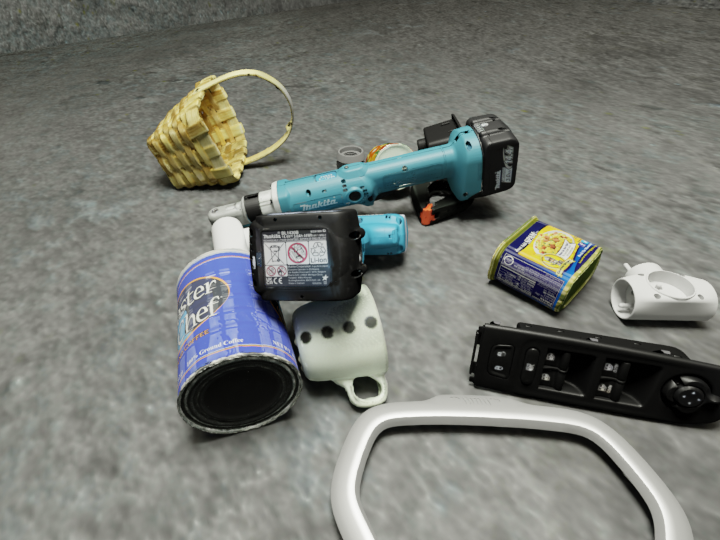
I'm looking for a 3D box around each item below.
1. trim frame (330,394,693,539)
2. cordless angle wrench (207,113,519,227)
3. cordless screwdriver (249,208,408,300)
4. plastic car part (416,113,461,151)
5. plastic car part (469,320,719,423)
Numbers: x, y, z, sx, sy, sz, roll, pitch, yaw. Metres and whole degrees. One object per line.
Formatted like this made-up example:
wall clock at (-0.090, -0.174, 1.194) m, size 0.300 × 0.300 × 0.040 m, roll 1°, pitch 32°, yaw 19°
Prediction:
trim frame at (0.102, 0.169, 0.311) m, size 0.251 × 0.026 × 0.189 m, roll -2°, pitch 41°, yaw 5°
cordless angle wrench at (-0.009, -0.118, 0.589) m, size 0.426 × 0.094 × 0.077 m, roll -12°, pitch 45°, yaw 5°
cordless screwdriver at (-0.045, -0.030, 0.462) m, size 0.164 × 0.074 × 0.244 m, roll -1°, pitch 9°, yaw 17°
plastic car part at (0.129, -0.206, 0.683) m, size 0.072 × 0.063 × 0.120 m, roll -11°, pitch 35°, yaw 8°
plastic car part at (0.208, 0.086, 0.381) m, size 0.209 × 0.065 × 0.066 m, roll 9°, pitch 15°, yaw 17°
